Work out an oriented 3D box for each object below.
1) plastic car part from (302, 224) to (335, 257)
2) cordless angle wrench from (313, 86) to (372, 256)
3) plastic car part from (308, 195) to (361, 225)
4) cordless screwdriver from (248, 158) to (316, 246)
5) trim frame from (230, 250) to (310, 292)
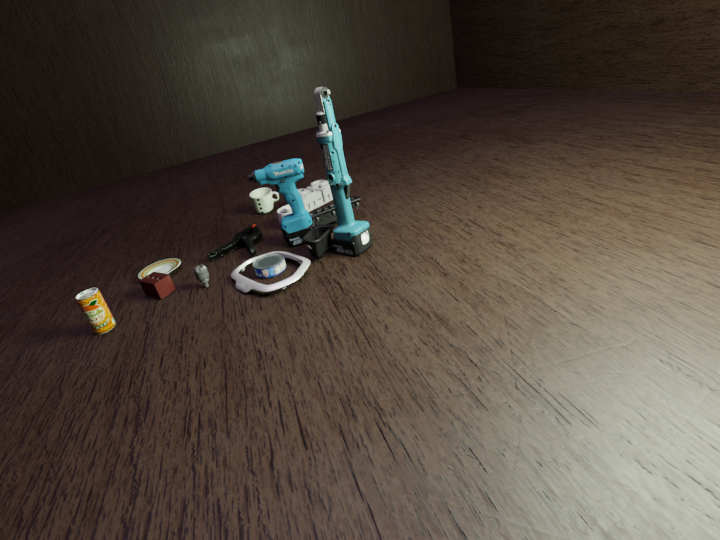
[{"bbox_3d":[-0.112,-0.073,1.143,0.068,0.069,0.116,-2,28,22],"label":"plastic car part"},{"bbox_3d":[-0.057,-0.239,1.057,0.103,0.410,0.073,11,33,41],"label":"cordless angle wrench"},{"bbox_3d":[-0.094,-0.180,1.342,0.201,0.065,0.069,-17,26,-6],"label":"plastic car part"},{"bbox_3d":[-0.222,-0.193,1.234,0.160,0.241,0.076,-11,24,4],"label":"cordless screwdriver"},{"bbox_3d":[-0.240,0.002,1.108,0.180,0.027,0.263,-33,32,-32],"label":"trim frame"}]
